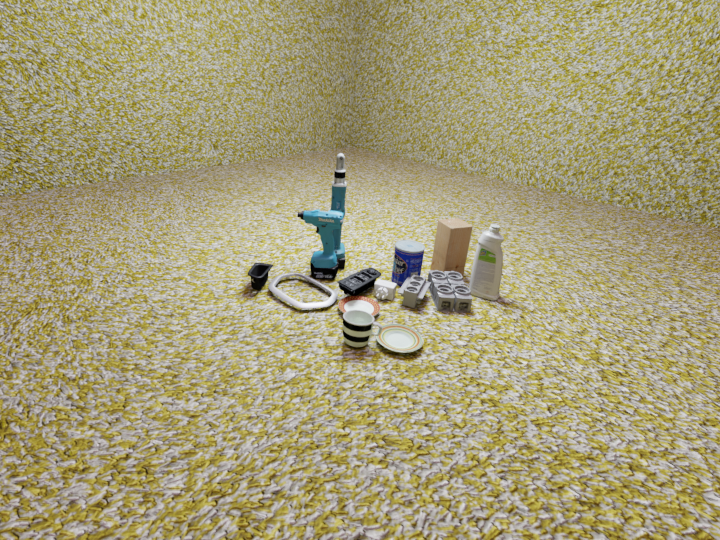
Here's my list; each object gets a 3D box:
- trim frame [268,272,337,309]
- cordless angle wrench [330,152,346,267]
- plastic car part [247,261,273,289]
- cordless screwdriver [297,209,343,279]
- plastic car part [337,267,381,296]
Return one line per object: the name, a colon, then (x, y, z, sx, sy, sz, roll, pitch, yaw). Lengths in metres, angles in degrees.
trim frame: (-0.191, 0.066, 1.400, 0.263, 0.027, 0.178, 23, 33, 36)
cordless angle wrench: (-0.083, -0.211, 1.537, 0.074, 0.414, 0.101, 2, 24, -6)
plastic car part: (-0.341, 0.026, 1.419, 0.067, 0.069, 0.118, 6, 26, 5)
cordless screwdriver: (-0.145, -0.095, 1.487, 0.161, 0.243, 0.075, 7, 24, 7)
plastic car part: (0.003, 0.043, 1.420, 0.070, 0.065, 0.197, 19, 30, 30)
